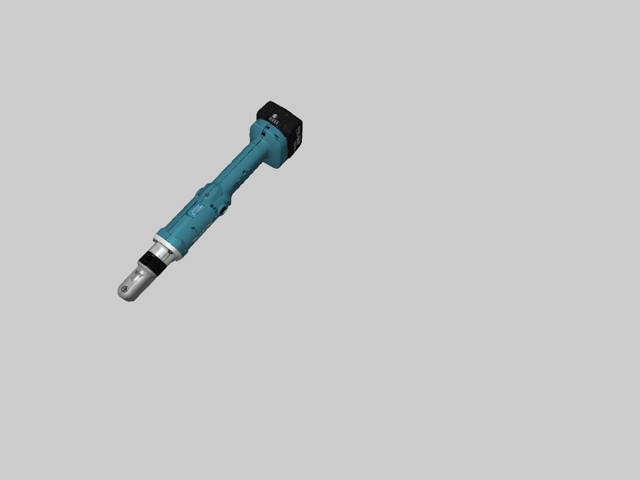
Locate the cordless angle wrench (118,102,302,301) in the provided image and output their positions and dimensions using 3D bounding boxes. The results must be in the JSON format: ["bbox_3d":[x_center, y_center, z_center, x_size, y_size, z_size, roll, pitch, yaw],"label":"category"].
[{"bbox_3d":[-0.186,-0.066,0.728,0.074,0.422,0.098,35,-19,10],"label":"cordless angle wrench"}]
